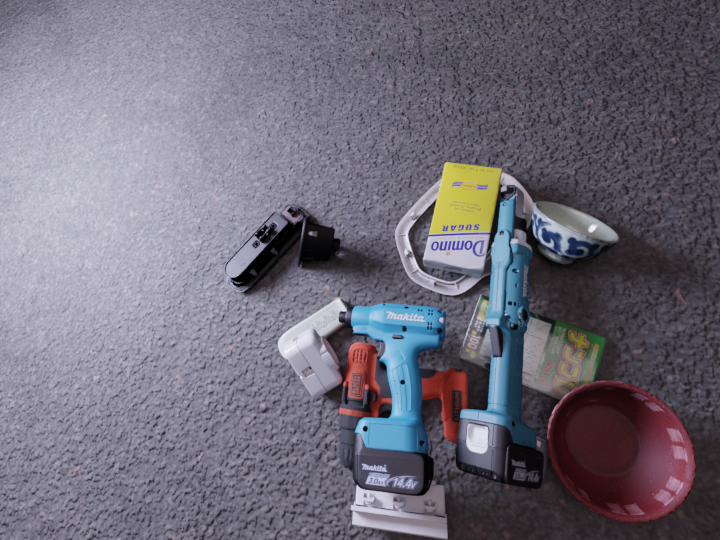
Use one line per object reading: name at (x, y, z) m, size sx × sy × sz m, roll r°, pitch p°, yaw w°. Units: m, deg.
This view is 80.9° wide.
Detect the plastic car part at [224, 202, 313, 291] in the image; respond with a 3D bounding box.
plastic car part at (-0.181, -0.045, 0.789) m, size 0.069 × 0.065 × 0.203 m, roll 40°, pitch 88°, yaw 18°

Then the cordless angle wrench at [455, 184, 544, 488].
cordless angle wrench at (0.209, 0.066, 0.605) m, size 0.077 × 0.093 × 0.428 m, roll -15°, pitch 57°, yaw 50°

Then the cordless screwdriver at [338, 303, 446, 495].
cordless screwdriver at (0.031, 0.165, 0.589) m, size 0.164 × 0.071 × 0.253 m, roll 1°, pitch 63°, yaw 18°

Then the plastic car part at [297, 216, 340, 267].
plastic car part at (-0.072, -0.047, 0.738) m, size 0.070 × 0.116 × 0.067 m, roll 9°, pitch 73°, yaw -10°

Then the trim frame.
trim frame at (0.174, -0.073, 0.716) m, size 0.248 × 0.026 × 0.192 m, roll -45°, pitch 67°, yaw -5°
